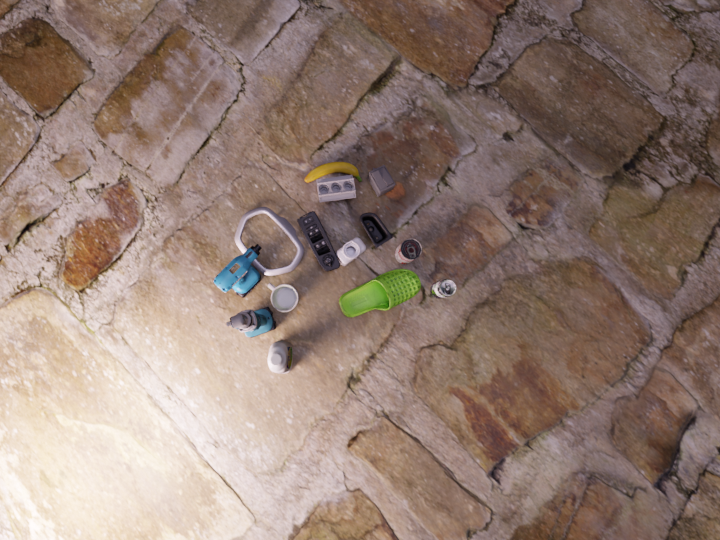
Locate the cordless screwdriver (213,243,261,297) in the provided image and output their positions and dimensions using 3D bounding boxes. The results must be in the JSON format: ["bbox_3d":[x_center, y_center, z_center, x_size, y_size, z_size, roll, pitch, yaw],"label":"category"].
[{"bbox_3d":[-0.345,0.002,1.263,0.075,0.247,0.158,43,80,1],"label":"cordless screwdriver"}]

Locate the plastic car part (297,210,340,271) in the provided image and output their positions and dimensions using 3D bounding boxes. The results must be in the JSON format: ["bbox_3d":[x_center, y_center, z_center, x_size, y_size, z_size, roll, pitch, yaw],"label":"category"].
[{"bbox_3d":[-0.134,-0.088,1.375,0.066,0.066,0.206,-27,81,-8],"label":"plastic car part"}]

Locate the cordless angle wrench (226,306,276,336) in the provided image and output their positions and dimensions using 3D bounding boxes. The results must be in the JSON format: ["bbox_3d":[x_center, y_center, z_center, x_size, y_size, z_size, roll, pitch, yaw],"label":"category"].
[{"bbox_3d":[-0.297,0.139,1.149,0.097,0.421,0.075,-19,85,-8],"label":"cordless angle wrench"}]

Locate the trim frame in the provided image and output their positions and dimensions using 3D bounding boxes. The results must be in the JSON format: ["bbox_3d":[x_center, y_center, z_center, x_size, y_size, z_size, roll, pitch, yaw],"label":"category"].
[{"bbox_3d":[-0.300,-0.096,1.394,0.183,0.027,0.252,-43,82,-8],"label":"trim frame"}]

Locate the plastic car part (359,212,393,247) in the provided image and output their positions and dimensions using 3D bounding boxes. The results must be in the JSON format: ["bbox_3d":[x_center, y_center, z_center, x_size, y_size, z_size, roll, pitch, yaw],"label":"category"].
[{"bbox_3d":[0.043,-0.133,1.385,0.065,0.070,0.118,-32,83,-8],"label":"plastic car part"}]
